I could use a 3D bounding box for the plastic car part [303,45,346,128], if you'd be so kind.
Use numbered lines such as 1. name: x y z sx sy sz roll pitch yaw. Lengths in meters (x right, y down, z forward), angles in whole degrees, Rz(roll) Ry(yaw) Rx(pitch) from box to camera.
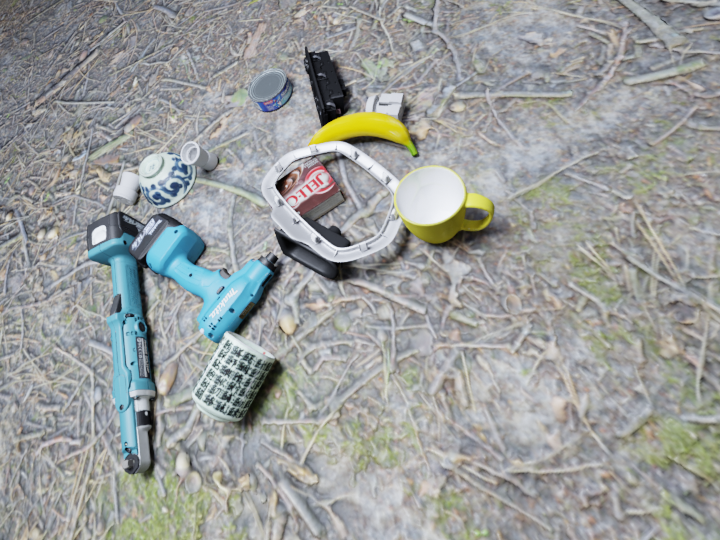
1. plastic car part: -0.066 -0.344 0.778 0.067 0.063 0.211 -20 60 0

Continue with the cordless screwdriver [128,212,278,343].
1. cordless screwdriver: -0.258 -0.015 0.697 0.261 0.071 0.159 34 82 27

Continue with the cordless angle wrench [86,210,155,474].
1. cordless angle wrench: -0.379 0.100 0.689 0.075 0.093 0.439 -25 64 8

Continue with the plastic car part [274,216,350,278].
1. plastic car part: -0.063 -0.041 0.641 0.122 0.063 0.071 25 63 25

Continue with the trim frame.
1. trim frame: -0.045 -0.114 0.636 0.183 0.026 0.261 -38 61 -11
